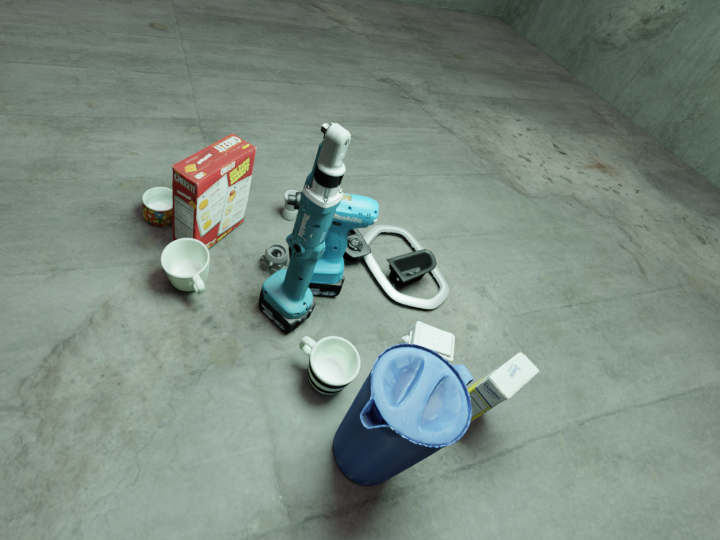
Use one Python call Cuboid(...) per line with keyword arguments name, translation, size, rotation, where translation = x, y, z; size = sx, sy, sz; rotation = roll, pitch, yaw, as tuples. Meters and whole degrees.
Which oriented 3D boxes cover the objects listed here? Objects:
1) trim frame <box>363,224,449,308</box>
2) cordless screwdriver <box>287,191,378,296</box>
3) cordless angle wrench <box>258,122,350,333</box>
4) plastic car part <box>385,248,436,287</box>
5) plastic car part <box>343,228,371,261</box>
Cuboid(name="trim frame", translation=(0.101, -0.014, 0.982), size=(0.178, 0.027, 0.260), rotation=(-15, 55, -28))
Cuboid(name="cordless screwdriver", translation=(-0.079, -0.052, 0.809), size=(0.156, 0.246, 0.077), rotation=(9, 48, -14))
Cuboid(name="cordless angle wrench", translation=(-0.087, -0.048, 0.684), size=(0.101, 0.418, 0.073), rotation=(41, 48, 14))
Cuboid(name="plastic car part", translation=(0.111, 0.003, 0.941), size=(0.113, 0.070, 0.069), rotation=(-16, 57, -30))
Cuboid(name="plastic car part", translation=(-0.056, -0.096, 0.980), size=(0.064, 0.066, 0.212), rotation=(-20, 58, -33))
